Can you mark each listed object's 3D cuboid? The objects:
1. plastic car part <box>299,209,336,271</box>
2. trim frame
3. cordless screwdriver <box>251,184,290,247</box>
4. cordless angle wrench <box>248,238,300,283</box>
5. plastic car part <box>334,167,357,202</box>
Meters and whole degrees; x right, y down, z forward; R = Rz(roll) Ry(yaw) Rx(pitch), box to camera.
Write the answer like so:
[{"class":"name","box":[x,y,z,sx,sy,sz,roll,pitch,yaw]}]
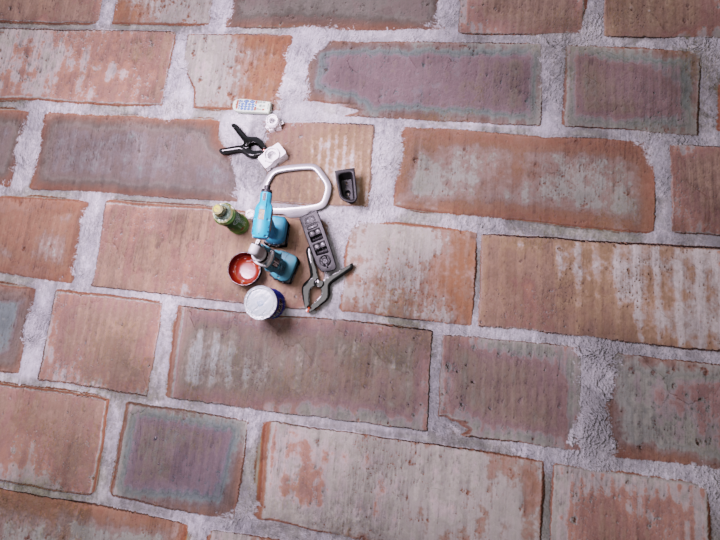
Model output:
[{"class":"plastic car part","box":[-0.135,-0.088,1.378,0.066,0.066,0.206,-21,79,1]},{"class":"trim frame","box":[-0.222,-0.272,1.439,0.251,0.027,0.186,-5,80,5]},{"class":"cordless screwdriver","box":[-0.277,-0.158,1.315,0.075,0.245,0.160,5,83,2]},{"class":"cordless angle wrench","box":[-0.250,-0.027,1.203,0.075,0.416,0.098,22,85,4]},{"class":"plastic car part","box":[-0.044,-0.270,1.397,0.066,0.070,0.118,-8,81,2]}]
